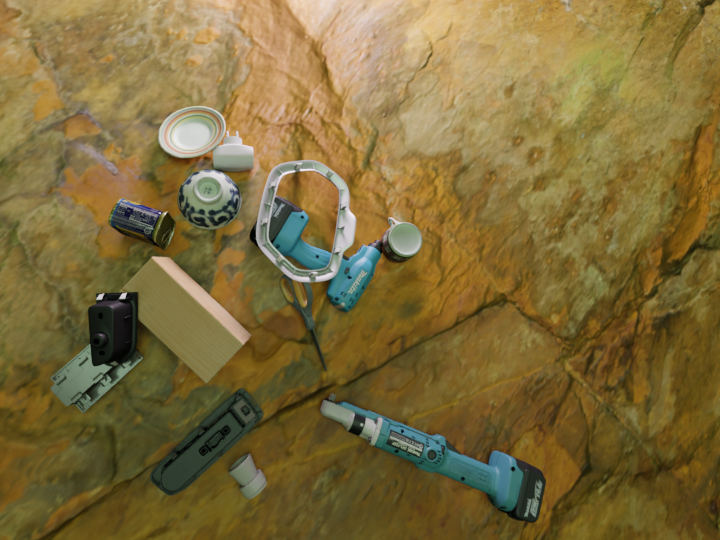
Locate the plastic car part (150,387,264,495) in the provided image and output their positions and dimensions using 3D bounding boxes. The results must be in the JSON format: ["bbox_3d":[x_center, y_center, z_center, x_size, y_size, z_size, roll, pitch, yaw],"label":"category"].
[{"bbox_3d":[-0.256,0.295,0.708,0.201,0.068,0.066,-41,98,-14],"label":"plastic car part"}]

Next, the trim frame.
[{"bbox_3d":[-0.094,-0.098,0.773,0.177,0.028,0.253,17,62,-21],"label":"trim frame"}]

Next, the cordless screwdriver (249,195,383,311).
[{"bbox_3d":[-0.080,-0.052,0.817,0.246,0.075,0.159,36,71,-6],"label":"cordless screwdriver"}]

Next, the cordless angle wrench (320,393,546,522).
[{"bbox_3d":[0.122,0.329,0.771,0.420,0.074,0.098,23,74,-3],"label":"cordless angle wrench"}]

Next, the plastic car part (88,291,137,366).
[{"bbox_3d":[-0.383,0.093,0.642,0.066,0.071,0.117,-2,87,-2],"label":"plastic car part"}]
